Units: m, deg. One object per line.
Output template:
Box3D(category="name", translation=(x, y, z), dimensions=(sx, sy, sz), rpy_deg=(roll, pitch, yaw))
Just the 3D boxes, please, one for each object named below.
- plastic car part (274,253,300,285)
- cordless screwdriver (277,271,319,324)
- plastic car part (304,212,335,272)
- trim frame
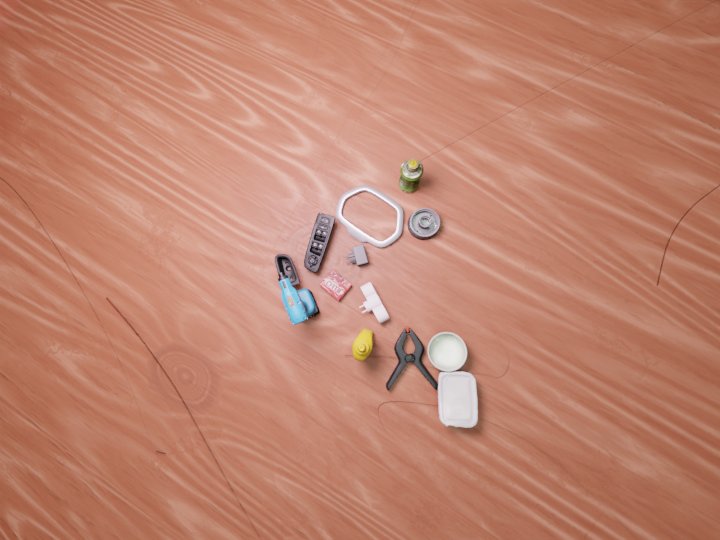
Box3D(category="plastic car part", translation=(-0.250, -0.001, 1.457), dimensions=(0.066, 0.069, 0.118), rpy_deg=(-19, 81, 3))
Box3D(category="cordless screwdriver", translation=(-0.203, 0.088, 1.350), dimensions=(0.074, 0.245, 0.161), rpy_deg=(-24, 83, 1))
Box3D(category="plastic car part", translation=(-0.143, -0.093, 1.458), dimensions=(0.067, 0.066, 0.203), rpy_deg=(17, 85, 7))
Box3D(category="trim frame", translation=(0.032, -0.189, 1.466), dimensions=(0.254, 0.027, 0.184), rpy_deg=(34, 88, 11))
